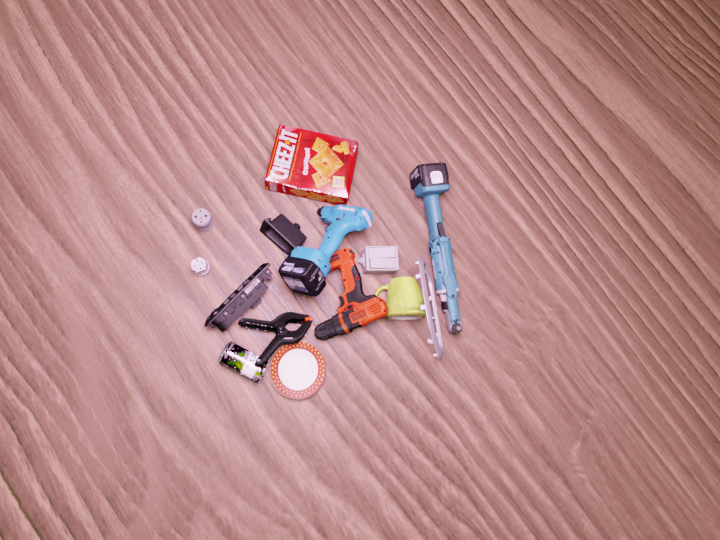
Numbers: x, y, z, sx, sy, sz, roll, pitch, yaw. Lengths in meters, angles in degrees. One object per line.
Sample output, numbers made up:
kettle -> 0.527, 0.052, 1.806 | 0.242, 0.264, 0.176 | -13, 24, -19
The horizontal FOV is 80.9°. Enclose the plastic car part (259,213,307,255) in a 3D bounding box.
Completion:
plastic car part -> -0.182, -0.094, 1.044 | 0.117, 0.066, 0.070 | 39, 61, 0

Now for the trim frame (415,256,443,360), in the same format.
trim frame -> 0.157, 0.081, 0.965 | 0.028, 0.174, 0.256 | -15, 57, 14

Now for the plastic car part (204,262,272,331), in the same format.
plastic car part -> -0.279, 0.068, 0.994 | 0.201, 0.069, 0.065 | -42, 112, -15

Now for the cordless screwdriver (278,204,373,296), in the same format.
cordless screwdriver -> -0.096, -0.063, 0.986 | 0.168, 0.071, 0.248 | 14, 56, 39

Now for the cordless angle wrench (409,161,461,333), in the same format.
cordless angle wrench -> 0.200, -0.056, 1.057 | 0.073, 0.098, 0.428 | -6, 81, -10
